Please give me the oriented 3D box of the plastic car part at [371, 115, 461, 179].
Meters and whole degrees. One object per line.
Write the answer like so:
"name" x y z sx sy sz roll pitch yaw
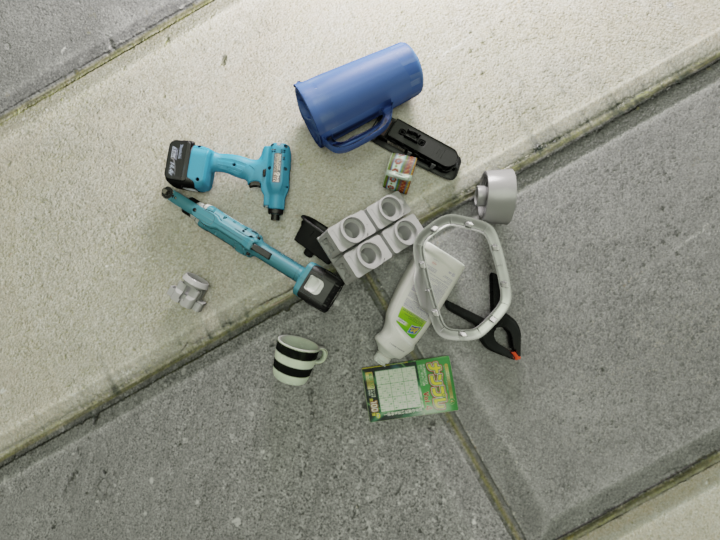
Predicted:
"plastic car part" 0.119 -0.259 0.863 0.204 0.067 0.066 31 80 2

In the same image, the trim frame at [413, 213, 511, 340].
"trim frame" 0.190 0.015 0.793 0.183 0.028 0.245 -16 99 -3

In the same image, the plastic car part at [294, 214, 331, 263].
"plastic car part" -0.084 -0.055 0.863 0.118 0.065 0.071 32 103 7

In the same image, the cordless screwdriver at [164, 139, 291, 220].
"cordless screwdriver" -0.270 -0.187 0.874 0.249 0.074 0.160 3 87 -1

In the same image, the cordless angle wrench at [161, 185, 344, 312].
"cordless angle wrench" -0.230 -0.058 0.859 0.431 0.096 0.074 31 88 9
